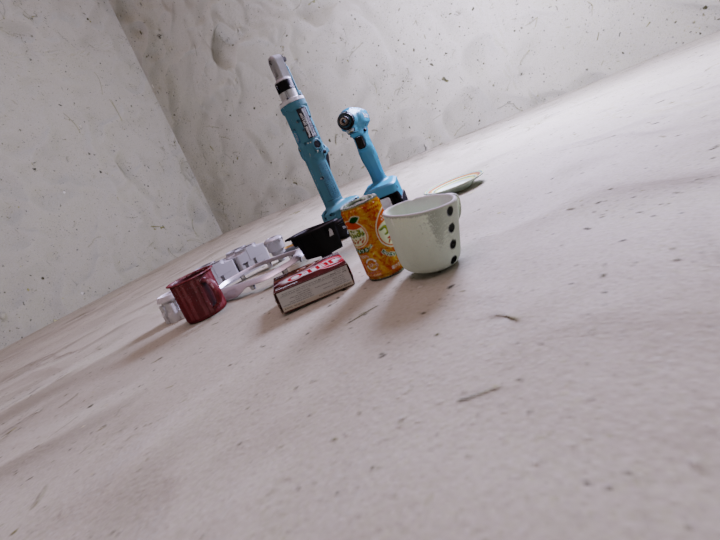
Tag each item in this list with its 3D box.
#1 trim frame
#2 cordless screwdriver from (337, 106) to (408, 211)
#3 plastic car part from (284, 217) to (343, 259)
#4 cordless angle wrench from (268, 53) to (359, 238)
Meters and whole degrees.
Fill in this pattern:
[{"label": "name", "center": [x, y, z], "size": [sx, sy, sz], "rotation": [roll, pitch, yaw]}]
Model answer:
[{"label": "trim frame", "center": [-0.218, 0.010, 0.893], "size": [0.258, 0.027, 0.181], "rotation": [-13, 18, 36]}, {"label": "cordless screwdriver", "center": [0.021, -0.211, 0.858], "size": [0.076, 0.245, 0.158], "rotation": [-21, 11, 18]}, {"label": "plastic car part", "center": [-0.078, -0.051, 0.803], "size": [0.064, 0.070, 0.121], "rotation": [-33, 16, -36]}, {"label": "cordless angle wrench", "center": [-0.108, -0.274, 0.944], "size": [0.096, 0.416, 0.077], "rotation": [-30, 11, -31]}]
